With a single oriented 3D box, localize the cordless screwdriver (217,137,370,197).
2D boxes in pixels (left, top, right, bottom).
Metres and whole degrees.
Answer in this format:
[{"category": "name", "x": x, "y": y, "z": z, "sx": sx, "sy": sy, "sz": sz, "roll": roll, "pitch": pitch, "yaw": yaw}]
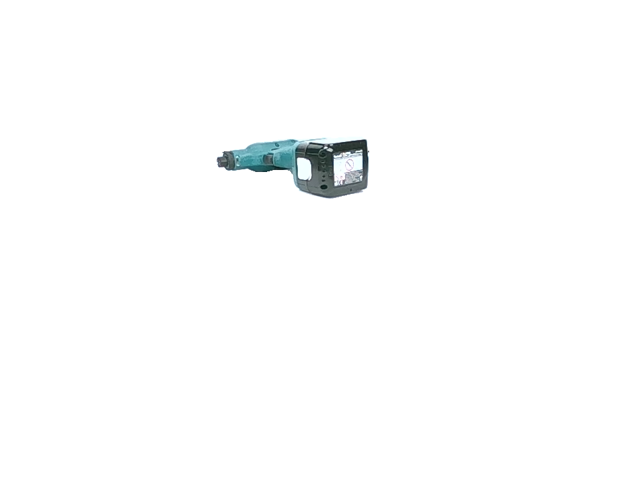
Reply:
[{"category": "cordless screwdriver", "x": -0.047, "y": -0.122, "z": 0.665, "sx": 0.158, "sy": 0.074, "sz": 0.250, "roll": -15, "pitch": 22, "yaw": -31}]
